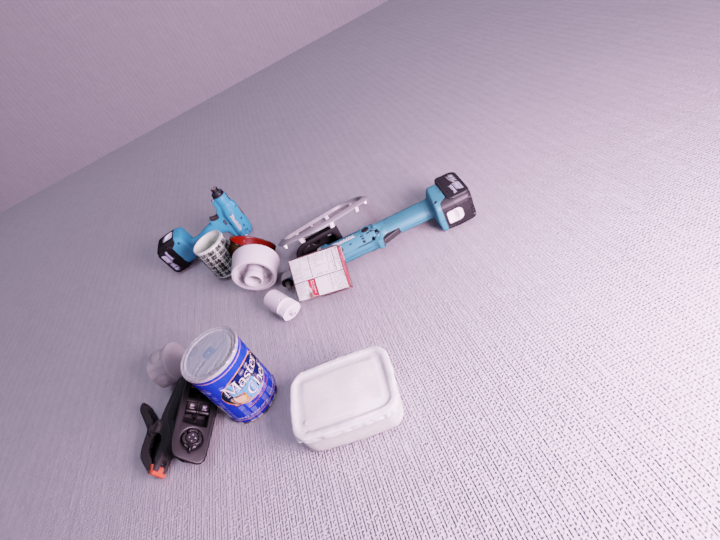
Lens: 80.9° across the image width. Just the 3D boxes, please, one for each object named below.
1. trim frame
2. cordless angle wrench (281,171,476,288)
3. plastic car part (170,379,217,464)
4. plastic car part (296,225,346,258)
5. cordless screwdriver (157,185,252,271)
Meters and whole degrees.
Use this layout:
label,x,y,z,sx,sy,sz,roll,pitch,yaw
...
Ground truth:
label,x,y,z,sx,sy,sz,roll,pitch,yaw
trim frame,-0.081,-0.113,0.968,0.244,0.027,0.192,-39,18,-30
cordless angle wrench,0.021,-0.066,0.882,0.427,0.070,0.102,-25,39,9
plastic car part,-0.289,0.242,0.741,0.067,0.064,0.210,-57,26,29
plastic car part,-0.093,-0.061,0.953,0.118,0.063,0.073,-24,27,10
cordless screwdriver,-0.435,-0.112,1.139,0.250,0.151,0.078,-29,38,4
